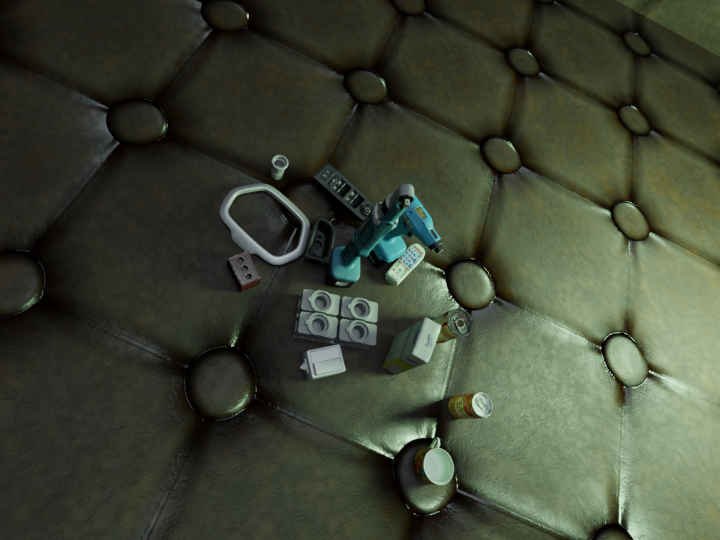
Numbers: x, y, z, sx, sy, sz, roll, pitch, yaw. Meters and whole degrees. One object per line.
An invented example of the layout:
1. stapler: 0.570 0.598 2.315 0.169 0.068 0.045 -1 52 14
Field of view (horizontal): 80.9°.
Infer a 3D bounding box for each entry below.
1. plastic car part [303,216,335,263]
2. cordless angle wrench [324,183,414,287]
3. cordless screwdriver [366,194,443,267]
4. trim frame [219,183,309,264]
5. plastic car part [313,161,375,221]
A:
1. plastic car part: -0.104 -0.068 1.067 0.065 0.071 0.118 17 64 -11
2. cordless angle wrench: 0.013 -0.069 0.901 0.072 0.425 0.100 11 67 -16
3. cordless screwdriver: 0.098 -0.074 1.025 0.073 0.250 0.162 -27 80 -26
4. trim frame: -0.242 -0.122 1.077 0.251 0.027 0.182 41 63 5
5. plastic car part: -0.039 -0.197 1.143 0.204 0.067 0.066 40 63 3
